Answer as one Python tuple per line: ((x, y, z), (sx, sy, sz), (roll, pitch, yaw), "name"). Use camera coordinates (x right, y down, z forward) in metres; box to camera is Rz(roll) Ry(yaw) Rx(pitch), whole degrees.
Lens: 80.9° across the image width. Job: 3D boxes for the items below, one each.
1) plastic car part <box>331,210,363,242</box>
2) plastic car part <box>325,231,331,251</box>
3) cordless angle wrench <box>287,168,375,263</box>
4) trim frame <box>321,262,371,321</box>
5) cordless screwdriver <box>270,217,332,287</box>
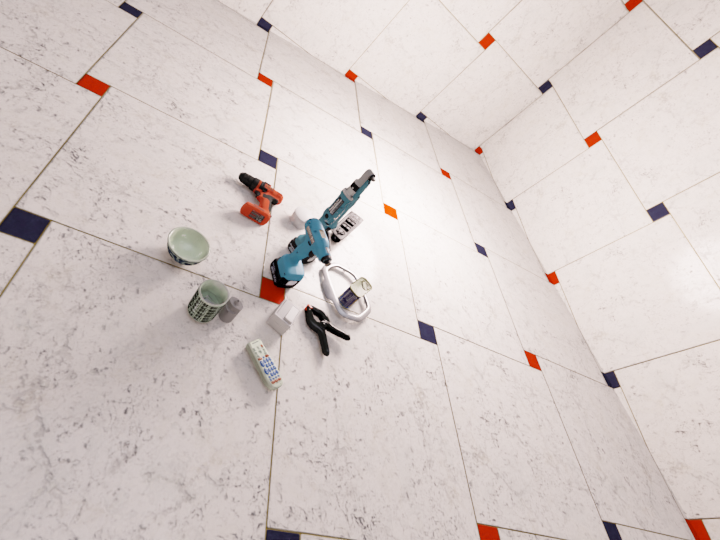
((-0.064, -0.169, 1.689), (0.066, 0.068, 0.201), (43, 36, -2), "plastic car part")
((-0.150, -0.098, 1.535), (0.063, 0.071, 0.121), (22, 41, -28), "plastic car part")
((-0.092, -0.175, 1.365), (0.071, 0.427, 0.101), (-10, 64, -49), "cordless angle wrench")
((-0.053, 0.073, 1.486), (0.175, 0.028, 0.259), (6, 49, -39), "trim frame")
((-0.176, -0.026, 1.285), (0.071, 0.251, 0.166), (7, 51, -41), "cordless screwdriver")
